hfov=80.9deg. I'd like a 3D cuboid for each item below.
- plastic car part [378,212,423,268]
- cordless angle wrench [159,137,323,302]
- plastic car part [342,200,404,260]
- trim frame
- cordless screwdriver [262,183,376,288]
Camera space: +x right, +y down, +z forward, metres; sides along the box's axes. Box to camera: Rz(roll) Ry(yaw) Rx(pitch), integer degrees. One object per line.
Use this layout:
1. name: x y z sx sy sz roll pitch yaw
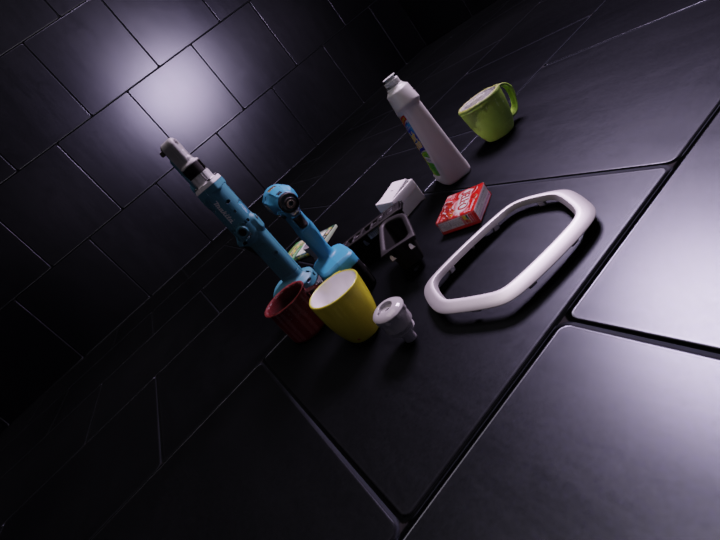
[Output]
1. plastic car part: 0.075 -0.046 0.725 0.067 0.068 0.119 -34 22 17
2. cordless angle wrench: -0.220 -0.082 0.812 0.099 0.410 0.075 -33 18 21
3. plastic car part: 0.012 -0.058 0.854 0.206 0.065 0.067 -32 21 21
4. trim frame: 0.190 -0.027 0.562 0.247 0.026 0.191 -44 22 -10
5. cordless screwdriver: -0.072 -0.047 0.734 0.074 0.241 0.165 -42 19 -6
